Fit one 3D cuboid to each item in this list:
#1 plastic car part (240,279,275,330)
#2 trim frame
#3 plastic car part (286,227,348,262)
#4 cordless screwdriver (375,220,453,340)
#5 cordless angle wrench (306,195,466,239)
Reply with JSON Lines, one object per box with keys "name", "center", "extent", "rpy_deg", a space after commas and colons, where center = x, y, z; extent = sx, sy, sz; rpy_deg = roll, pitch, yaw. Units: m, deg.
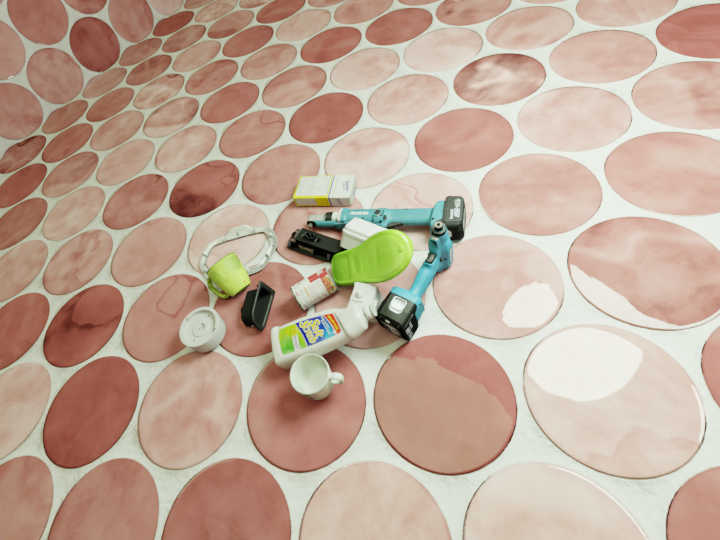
{"name": "plastic car part", "center": [-0.272, 0.093, 1.078], "extent": [0.074, 0.062, 0.118], "rpy_deg": [-8, 56, 32]}
{"name": "trim frame", "center": [-0.358, -0.054, 1.229], "extent": [0.252, 0.026, 0.191], "rpy_deg": [-16, 52, 11]}
{"name": "plastic car part", "center": [-0.111, -0.072, 1.133], "extent": [0.213, 0.064, 0.066], "rpy_deg": [21, 58, 28]}
{"name": "cordless screwdriver", "center": [0.126, 0.019, 0.920], "extent": [0.078, 0.152, 0.248], "rpy_deg": [25, 69, 27]}
{"name": "cordless angle wrench", "center": [0.052, -0.136, 1.113], "extent": [0.439, 0.070, 0.099], "rpy_deg": [2, 57, 24]}
